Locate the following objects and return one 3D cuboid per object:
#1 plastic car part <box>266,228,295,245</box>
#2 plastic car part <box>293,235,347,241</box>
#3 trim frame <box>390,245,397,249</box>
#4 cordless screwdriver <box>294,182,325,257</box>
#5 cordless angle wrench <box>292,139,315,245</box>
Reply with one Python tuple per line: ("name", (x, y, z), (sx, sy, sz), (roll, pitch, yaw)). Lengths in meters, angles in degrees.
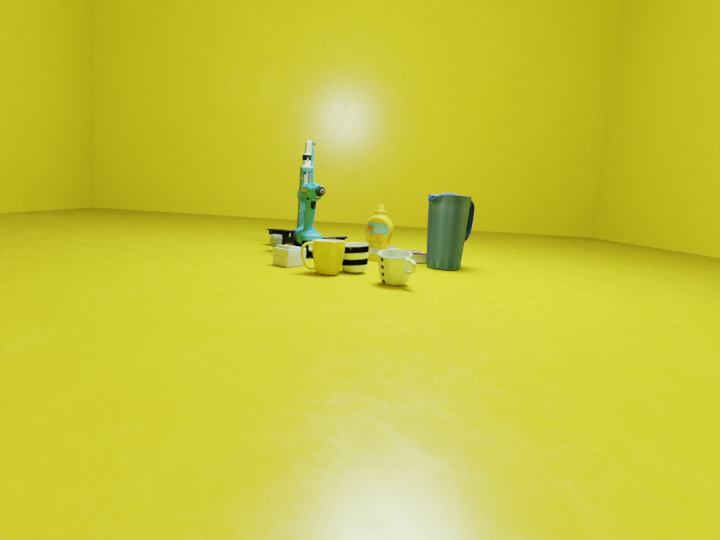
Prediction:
("plastic car part", (-0.310, -0.129, 1.658), (0.123, 0.070, 0.063), (12, 11, 41))
("plastic car part", (-0.152, -0.100, 1.558), (0.198, 0.066, 0.068), (1, 9, -16))
("trim frame", (0.026, -0.082, 1.633), (0.238, 0.027, 0.194), (-3, 12, -34))
("cordless screwdriver", (-0.161, -0.165, 1.401), (0.072, 0.247, 0.166), (1, 8, -25))
("cordless angle wrench", (-0.220, -0.307, 1.692), (0.097, 0.420, 0.076), (3, 7, -8))
